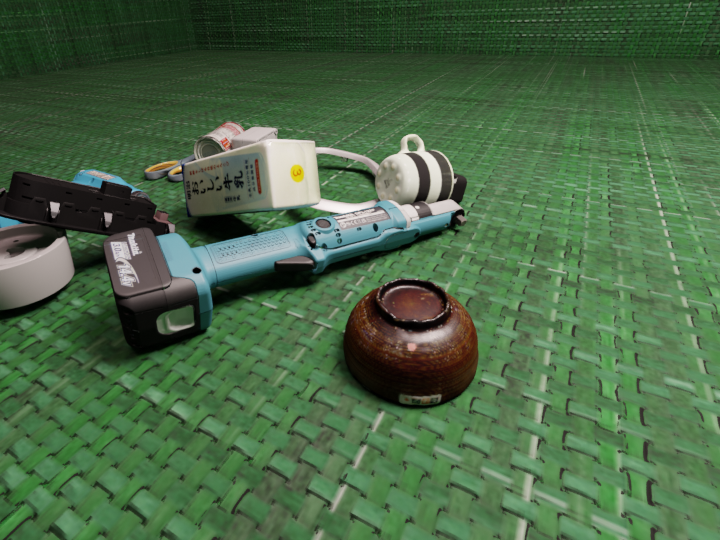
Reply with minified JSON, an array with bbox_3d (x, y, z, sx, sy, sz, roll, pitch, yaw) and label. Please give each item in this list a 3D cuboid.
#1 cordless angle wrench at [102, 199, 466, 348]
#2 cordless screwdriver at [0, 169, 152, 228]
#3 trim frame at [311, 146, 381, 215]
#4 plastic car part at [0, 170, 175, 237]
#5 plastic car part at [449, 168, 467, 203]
[{"bbox_3d":[-0.046,-0.030,0.472,0.410,0.073,0.103,-17,49,-27],"label":"cordless angle wrench"},{"bbox_3d":[-0.422,-0.075,0.569,0.167,0.072,0.244,16,33,26],"label":"cordless screwdriver"},{"bbox_3d":[-0.039,-0.146,0.668,0.180,0.027,0.260,-2,37,-16],"label":"trim frame"},{"bbox_3d":[-0.306,-0.071,0.488,0.070,0.067,0.193,35,20,34],"label":"plastic car part"},{"bbox_3d":[0.114,-0.133,0.640,0.068,0.065,0.123,0,25,-29],"label":"plastic car part"}]
